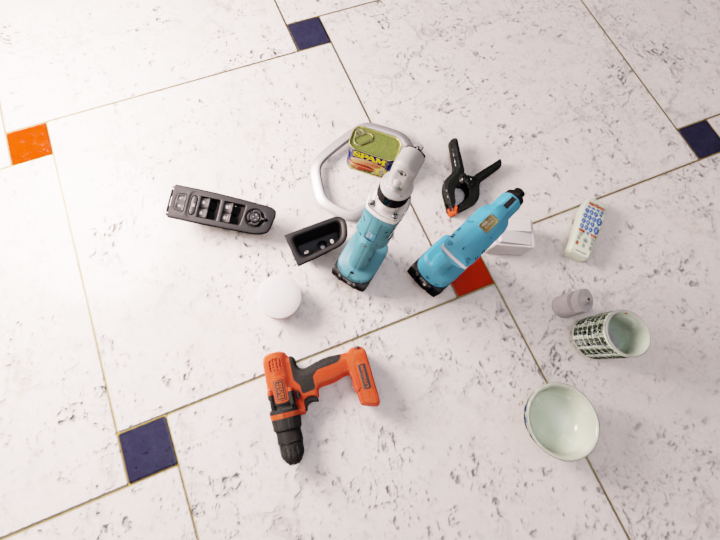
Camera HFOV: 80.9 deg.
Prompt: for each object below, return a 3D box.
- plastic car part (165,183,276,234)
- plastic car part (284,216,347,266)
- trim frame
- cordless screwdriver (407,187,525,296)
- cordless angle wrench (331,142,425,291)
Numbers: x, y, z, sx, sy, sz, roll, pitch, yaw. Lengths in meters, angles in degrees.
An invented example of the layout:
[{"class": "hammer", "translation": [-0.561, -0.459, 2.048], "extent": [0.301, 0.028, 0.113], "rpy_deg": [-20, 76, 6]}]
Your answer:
[{"class": "plastic car part", "translation": [-0.266, -0.108, 0.822], "extent": [0.203, 0.066, 0.067], "rpy_deg": [11, 73, 0]}, {"class": "plastic car part", "translation": [-0.079, -0.052, 0.810], "extent": [0.115, 0.070, 0.067], "rpy_deg": [-23, 77, -11]}, {"class": "trim frame", "translation": [0.009, -0.211, 0.889], "extent": [0.246, 0.027, 0.188], "rpy_deg": [-41, 78, -14]}, {"class": "cordless screwdriver", "translation": [0.177, -0.045, 0.727], "extent": [0.158, 0.246, 0.076], "rpy_deg": [-42, 84, -16]}, {"class": "cordless angle wrench", "translation": [0.022, -0.061, 0.635], "extent": [0.075, 0.419, 0.098], "rpy_deg": [32, 73, 1]}]
